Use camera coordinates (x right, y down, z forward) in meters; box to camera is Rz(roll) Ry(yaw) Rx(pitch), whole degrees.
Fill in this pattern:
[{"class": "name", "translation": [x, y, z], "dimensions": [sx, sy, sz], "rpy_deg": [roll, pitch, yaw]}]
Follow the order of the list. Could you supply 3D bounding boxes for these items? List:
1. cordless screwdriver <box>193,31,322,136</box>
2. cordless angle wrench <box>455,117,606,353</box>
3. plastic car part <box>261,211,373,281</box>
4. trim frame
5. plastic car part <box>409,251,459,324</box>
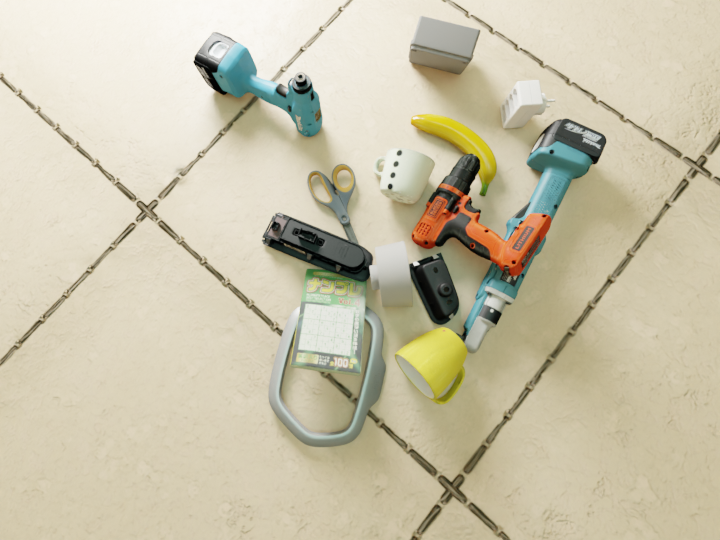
[{"class": "cordless screwdriver", "translation": [-0.179, -0.339, 0.748], "dimensions": [0.254, 0.156, 0.074], "rpy_deg": [32, 81, 9]}, {"class": "cordless angle wrench", "translation": [0.274, -0.053, 0.713], "dimensions": [0.099, 0.073, 0.423], "rpy_deg": [28, 83, 6]}, {"class": "plastic car part", "translation": [-0.071, -0.047, 0.727], "dimensions": [0.206, 0.066, 0.066], "rpy_deg": [24, 70, 7]}, {"class": "trim frame", "translation": [-0.052, 0.164, 0.705], "dimensions": [0.186, 0.027, 0.250], "rpy_deg": [13, 78, 6]}, {"class": "plastic car part", "translation": [0.131, 0.028, 0.701], "dimensions": [0.066, 0.069, 0.119], "rpy_deg": [-20, 76, -3]}]
